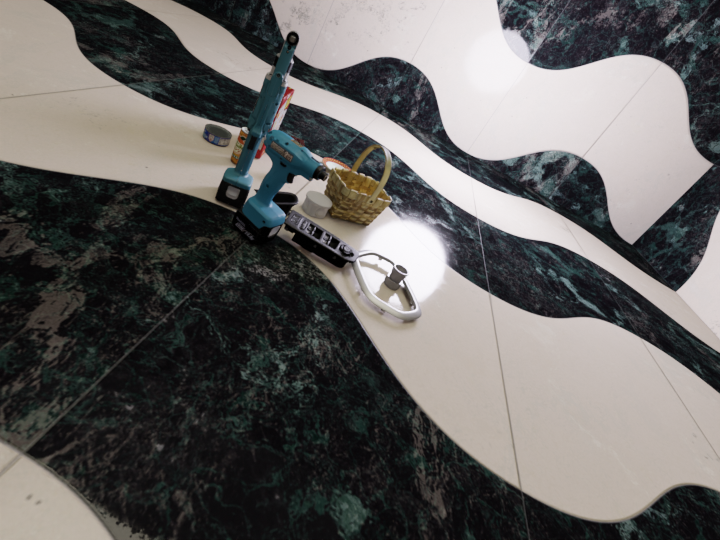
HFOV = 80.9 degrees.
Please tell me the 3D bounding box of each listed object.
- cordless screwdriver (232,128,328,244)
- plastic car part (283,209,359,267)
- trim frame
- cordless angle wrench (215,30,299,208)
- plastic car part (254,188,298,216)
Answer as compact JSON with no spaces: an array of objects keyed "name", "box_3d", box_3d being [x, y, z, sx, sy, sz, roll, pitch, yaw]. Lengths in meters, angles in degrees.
[{"name":"cordless screwdriver","box_3d":[-0.177,-0.163,0.928,0.164,0.248,0.072,40,30,15]},{"name":"plastic car part","box_3d":[-0.100,-0.066,1.025,0.202,0.067,0.067,28,29,-2]},{"name":"trim frame","box_3d":[0.063,0.031,1.054,0.176,0.027,0.260,12,34,-28]},{"name":"cordless angle wrench","box_3d":[-0.233,-0.340,0.978,0.072,0.422,0.101,22,31,-17]},{"name":"plastic car part","box_3d":[-0.216,-0.160,1.069,0.111,0.071,0.069,-1,42,-42]}]
